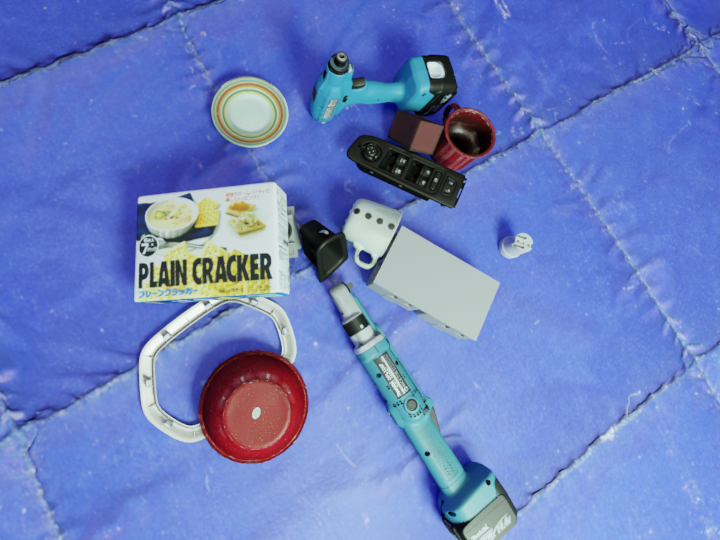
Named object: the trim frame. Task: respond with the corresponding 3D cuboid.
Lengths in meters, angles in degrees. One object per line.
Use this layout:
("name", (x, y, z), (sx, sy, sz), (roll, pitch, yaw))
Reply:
("trim frame", (-0.214, 0.138, 0.638), (0.246, 0.028, 0.185), (-37, 87, -17))

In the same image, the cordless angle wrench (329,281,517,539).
("cordless angle wrench", (0.072, 0.204, 0.652), (0.097, 0.074, 0.428), (-31, 82, -15))

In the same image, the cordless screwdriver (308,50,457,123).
("cordless screwdriver", (0.043, -0.317, 0.711), (0.244, 0.161, 0.075), (-11, 84, -15))

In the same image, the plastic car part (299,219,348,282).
("plastic car part", (-0.065, -0.043, 0.665), (0.074, 0.113, 0.065), (40, 72, 21))

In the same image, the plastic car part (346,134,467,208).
("plastic car part", (0.073, -0.171, 0.731), (0.203, 0.067, 0.066), (27, 83, 1))
